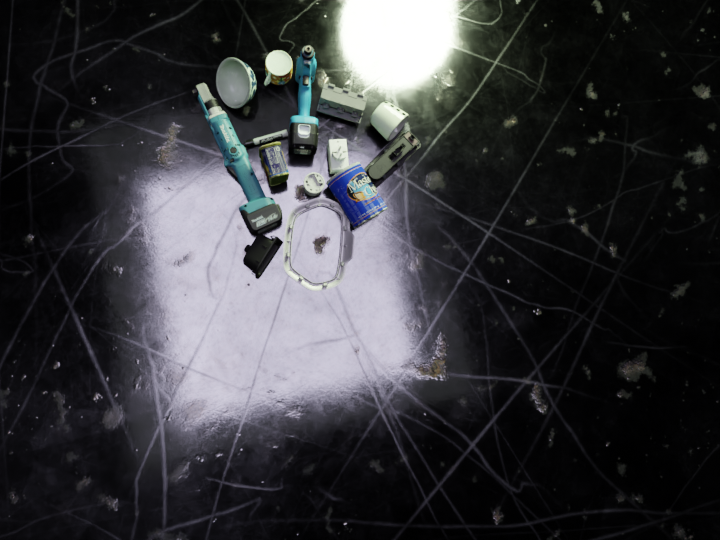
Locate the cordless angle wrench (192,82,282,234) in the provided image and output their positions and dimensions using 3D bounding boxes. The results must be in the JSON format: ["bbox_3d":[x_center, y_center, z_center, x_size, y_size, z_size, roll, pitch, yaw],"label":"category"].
[{"bbox_3d":[-0.326,-0.298,1.090,0.097,0.074,0.427,-25,85,-9],"label":"cordless angle wrench"}]

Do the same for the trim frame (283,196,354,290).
[{"bbox_3d":[-0.108,-0.071,1.106,0.182,0.027,0.250,6,81,-6],"label":"trim frame"}]

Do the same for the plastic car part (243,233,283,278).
[{"bbox_3d":[-0.259,-0.047,1.076,0.073,0.064,0.116,34,85,11],"label":"plastic car part"}]

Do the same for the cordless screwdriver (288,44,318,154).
[{"bbox_3d":[-0.142,-0.428,1.075,0.073,0.161,0.250,2,86,-10],"label":"cordless screwdriver"}]

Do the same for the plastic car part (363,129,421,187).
[{"bbox_3d":[0.082,-0.299,1.134,0.202,0.068,0.065,-44,100,-6],"label":"plastic car part"}]
